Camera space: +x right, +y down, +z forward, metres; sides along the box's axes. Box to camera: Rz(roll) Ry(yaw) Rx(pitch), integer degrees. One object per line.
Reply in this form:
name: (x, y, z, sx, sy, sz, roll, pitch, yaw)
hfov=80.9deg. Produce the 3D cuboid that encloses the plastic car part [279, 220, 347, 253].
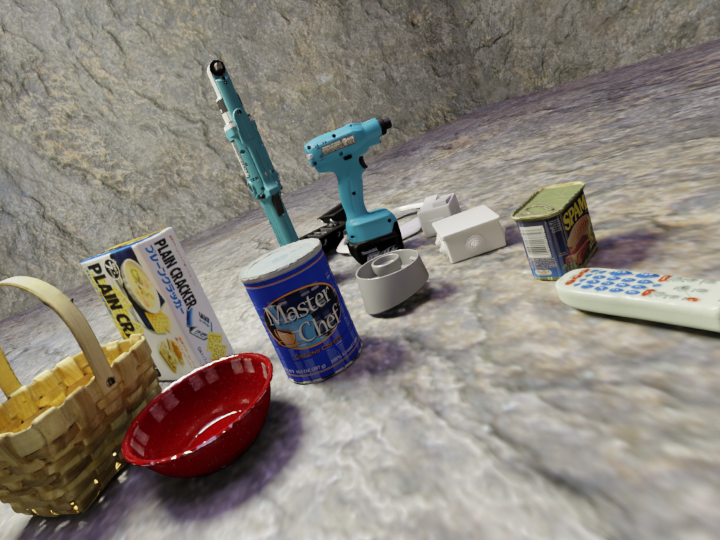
plastic car part: (-0.092, -0.060, 0.945, 0.069, 0.065, 0.199, -8, 23, 40)

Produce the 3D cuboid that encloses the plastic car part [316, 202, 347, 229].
plastic car part: (-0.043, -0.135, 1.091, 0.069, 0.069, 0.114, -4, 25, 48)

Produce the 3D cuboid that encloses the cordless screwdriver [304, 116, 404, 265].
cordless screwdriver: (0.015, -0.144, 0.768, 0.159, 0.243, 0.076, -23, 14, -2)

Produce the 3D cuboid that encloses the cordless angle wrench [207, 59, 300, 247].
cordless angle wrench: (-0.168, -0.154, 0.741, 0.073, 0.414, 0.102, -28, 15, -22)

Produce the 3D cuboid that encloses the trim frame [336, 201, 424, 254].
trim frame: (0.060, -0.094, 0.920, 0.246, 0.027, 0.191, -26, 18, -10)
